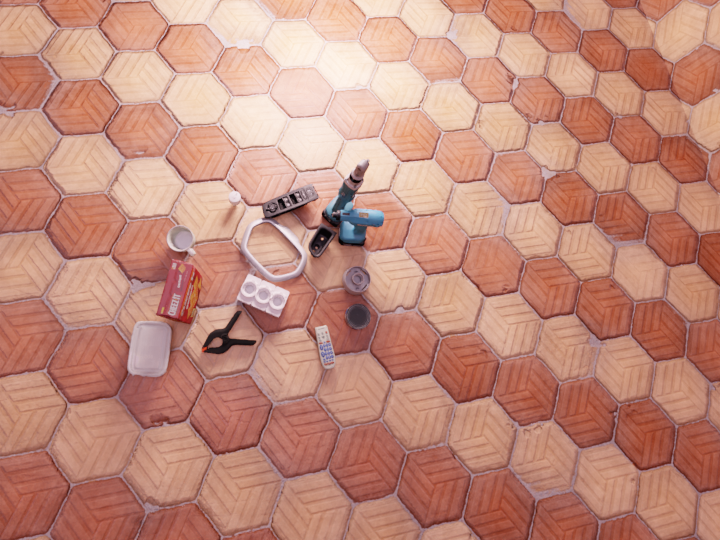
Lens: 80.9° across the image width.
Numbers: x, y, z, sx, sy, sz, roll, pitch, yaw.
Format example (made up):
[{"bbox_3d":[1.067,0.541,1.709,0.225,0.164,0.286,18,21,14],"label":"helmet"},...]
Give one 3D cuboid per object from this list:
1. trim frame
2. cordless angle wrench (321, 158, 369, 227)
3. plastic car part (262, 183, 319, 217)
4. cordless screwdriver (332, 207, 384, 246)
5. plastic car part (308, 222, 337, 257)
[{"bbox_3d":[-0.297,-0.073,1.457,0.250,0.027,0.183,44,74,4],"label":"trim frame"},{"bbox_3d":[-0.042,-0.244,1.332,0.074,0.424,0.097,44,73,-2],"label":"cordless angle wrench"},{"bbox_3d":[-0.251,-0.237,1.485,0.200,0.067,0.067,-23,83,-14],"label":"plastic car part"},{"bbox_3d":[-0.031,-0.146,1.399,0.157,0.249,0.075,5,78,-11],"label":"cordless screwdriver"},{"bbox_3d":[-0.143,-0.093,1.462,0.066,0.071,0.116,32,74,-3],"label":"plastic car part"}]
